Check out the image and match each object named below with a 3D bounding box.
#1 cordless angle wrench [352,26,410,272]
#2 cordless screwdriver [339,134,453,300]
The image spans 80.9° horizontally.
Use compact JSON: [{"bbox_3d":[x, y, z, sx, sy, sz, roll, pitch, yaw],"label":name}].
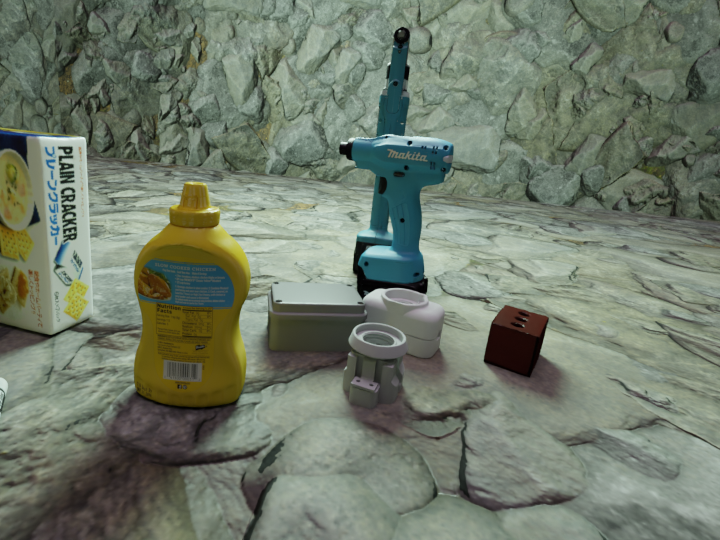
[{"bbox_3d":[0.048,-0.202,0.756,0.075,0.417,0.098,8,15,7],"label":"cordless angle wrench"},{"bbox_3d":[0.035,-0.070,0.616,0.165,0.245,0.072,12,15,21],"label":"cordless screwdriver"}]
